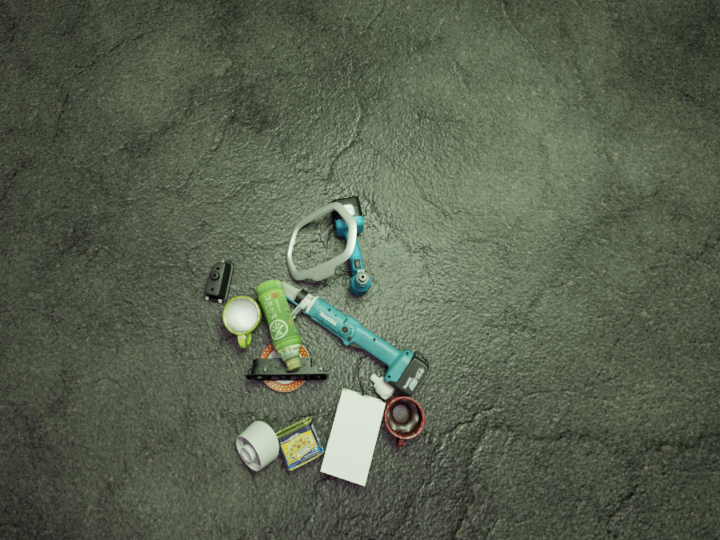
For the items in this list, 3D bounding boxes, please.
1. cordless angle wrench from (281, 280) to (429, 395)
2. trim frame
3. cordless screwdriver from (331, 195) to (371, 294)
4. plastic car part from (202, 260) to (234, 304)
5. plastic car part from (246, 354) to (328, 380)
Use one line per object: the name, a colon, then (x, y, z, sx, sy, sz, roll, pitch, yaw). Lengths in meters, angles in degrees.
cordless angle wrench: (-0.033, 0.147, 1.060, 0.435, 0.072, 0.098, 32, 96, 14)
trim frame: (-0.104, -0.068, 1.066, 0.256, 0.026, 0.189, -22, 63, 34)
cordless screwdriver: (-0.018, -0.066, 1.066, 0.074, 0.157, 0.253, -10, 77, -4)
plastic car part: (-0.374, 0.025, 1.102, 0.066, 0.070, 0.117, 12, 82, 0)
plastic car part: (-0.182, 0.239, 1.032, 0.203, 0.065, 0.069, -6, 70, 0)
